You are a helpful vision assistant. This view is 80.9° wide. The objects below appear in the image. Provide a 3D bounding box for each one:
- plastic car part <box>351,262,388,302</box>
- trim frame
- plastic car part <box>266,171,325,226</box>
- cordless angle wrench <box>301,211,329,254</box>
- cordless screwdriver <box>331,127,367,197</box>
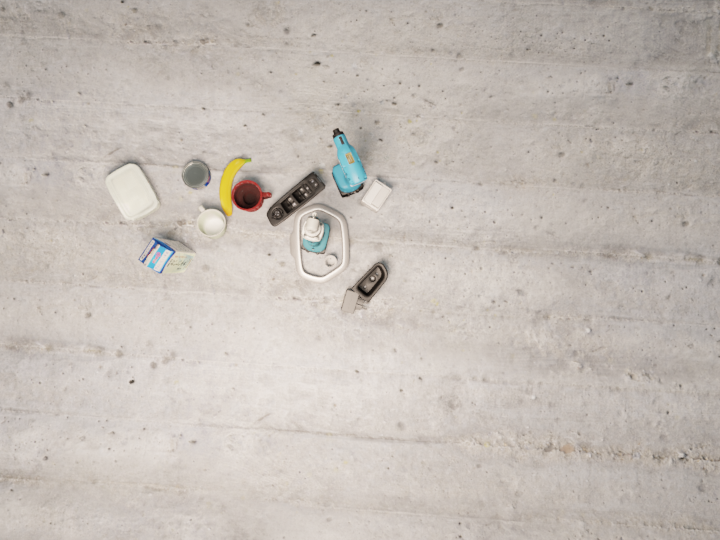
[{"bbox_3d":[0.034,0.031,1.280,0.066,0.071,0.116,42,88,0],"label":"plastic car part"},{"bbox_3d":[-0.128,-0.084,1.312,0.184,0.027,0.249,-4,86,1],"label":"trim frame"},{"bbox_3d":[-0.203,-0.214,1.301,0.203,0.067,0.066,-39,90,-2],"label":"plastic car part"},{"bbox_3d":[-0.122,-0.099,1.115,0.074,0.423,0.098,13,89,-4],"label":"cordless angle wrench"},{"bbox_3d":[-0.042,-0.301,1.214,0.074,0.249,0.160,-23,90,-4],"label":"cordless screwdriver"}]
